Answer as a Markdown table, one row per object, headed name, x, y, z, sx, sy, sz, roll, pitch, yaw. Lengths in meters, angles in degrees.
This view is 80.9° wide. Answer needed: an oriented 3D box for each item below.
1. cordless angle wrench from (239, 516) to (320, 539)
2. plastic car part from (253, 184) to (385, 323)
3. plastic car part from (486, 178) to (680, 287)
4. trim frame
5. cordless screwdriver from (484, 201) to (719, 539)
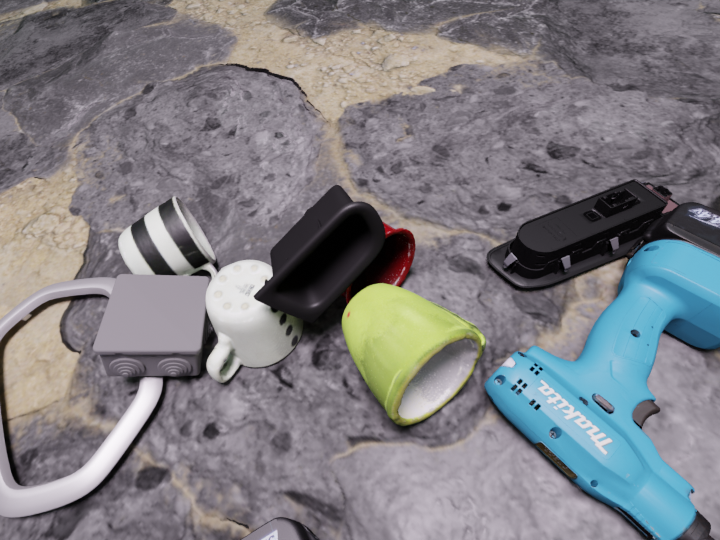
| name | x | y | z | sx | sy | sz | roll | pitch | yaw |
| --- | --- | --- | --- | --- | --- | --- | --- | --- | --- |
| cordless angle wrench | 0.035 | 0.328 | 0.151 | 0.097 | 0.071 | 0.446 | -29 | 52 | -13 |
| plastic car part | -0.035 | -0.023 | 0.359 | 0.117 | 0.062 | 0.074 | -48 | 40 | 16 |
| plastic car part | 0.228 | -0.041 | 0.418 | 0.202 | 0.064 | 0.069 | -23 | 61 | -5 |
| trim frame | -0.296 | 0.103 | 0.418 | 0.182 | 0.026 | 0.261 | -32 | 56 | -16 |
| cordless screwdriver | 0.239 | 0.068 | 0.325 | 0.246 | 0.071 | 0.167 | -39 | 61 | -15 |
